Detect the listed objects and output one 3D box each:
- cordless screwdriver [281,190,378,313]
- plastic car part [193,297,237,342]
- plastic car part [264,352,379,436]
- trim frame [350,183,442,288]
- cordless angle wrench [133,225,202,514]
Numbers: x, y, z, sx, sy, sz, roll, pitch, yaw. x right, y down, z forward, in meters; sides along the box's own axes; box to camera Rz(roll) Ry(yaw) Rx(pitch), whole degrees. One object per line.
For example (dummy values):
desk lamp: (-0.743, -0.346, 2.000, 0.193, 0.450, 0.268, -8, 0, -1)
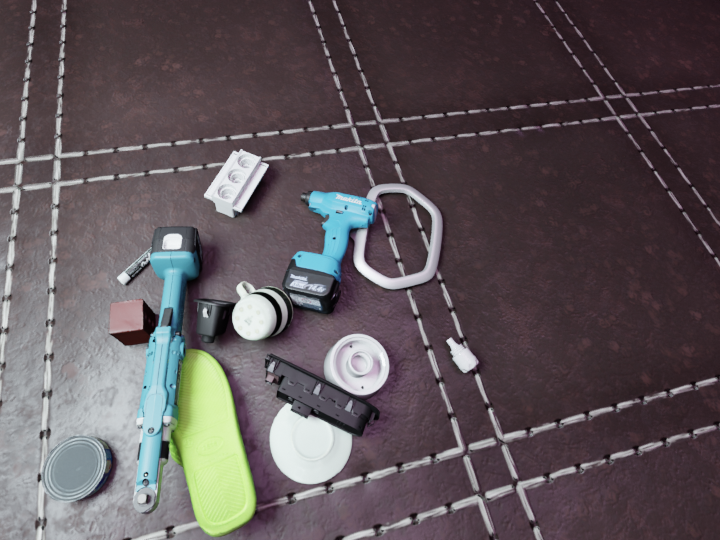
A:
cordless screwdriver: (-0.078, -0.051, 0.801, 0.164, 0.071, 0.250, 14, 60, 16)
plastic car part: (-0.246, 0.083, 0.701, 0.065, 0.117, 0.071, 8, 88, -7)
plastic car part: (-0.067, 0.202, 0.667, 0.205, 0.065, 0.067, 21, 47, 5)
trim frame: (0.073, -0.075, 0.858, 0.184, 0.027, 0.252, 13, 64, -1)
cordless angle wrench: (-0.295, 0.120, 0.641, 0.073, 0.096, 0.438, -2, 55, -11)
